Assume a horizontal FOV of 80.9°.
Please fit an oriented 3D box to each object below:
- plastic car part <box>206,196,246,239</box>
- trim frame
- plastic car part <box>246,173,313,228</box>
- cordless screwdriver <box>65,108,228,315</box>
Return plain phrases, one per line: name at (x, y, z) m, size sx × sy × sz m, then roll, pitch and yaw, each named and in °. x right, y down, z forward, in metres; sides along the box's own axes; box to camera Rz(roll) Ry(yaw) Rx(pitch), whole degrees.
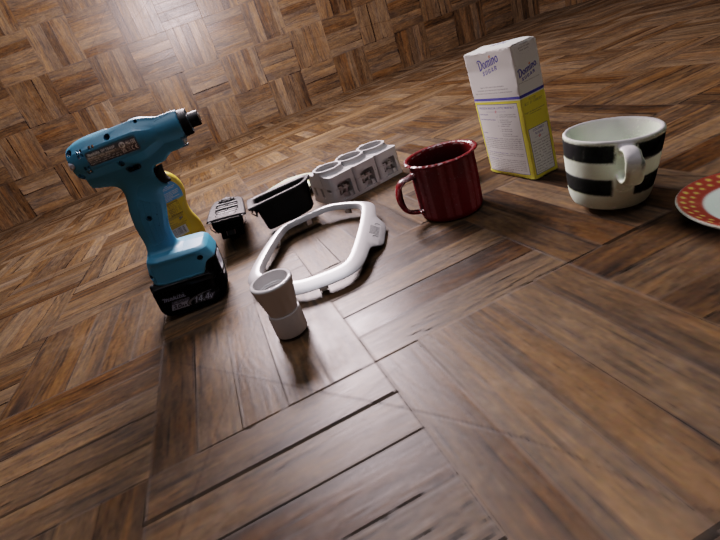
plastic car part at (-0.241, -0.099, 0.787) m, size 0.066 × 0.065 × 0.212 m, roll -24°, pitch 27°, yaw -8°
trim frame at (-0.057, -0.038, 0.587) m, size 0.188 × 0.026 × 0.252 m, roll -13°, pitch 28°, yaw 16°
plastic car part at (-0.128, -0.109, 0.722) m, size 0.116 × 0.068 × 0.068 m, roll -22°, pitch 25°, yaw -4°
cordless screwdriver at (-0.239, -0.074, 0.547) m, size 0.159 × 0.240 × 0.077 m, roll -21°, pitch 24°, yaw -3°
